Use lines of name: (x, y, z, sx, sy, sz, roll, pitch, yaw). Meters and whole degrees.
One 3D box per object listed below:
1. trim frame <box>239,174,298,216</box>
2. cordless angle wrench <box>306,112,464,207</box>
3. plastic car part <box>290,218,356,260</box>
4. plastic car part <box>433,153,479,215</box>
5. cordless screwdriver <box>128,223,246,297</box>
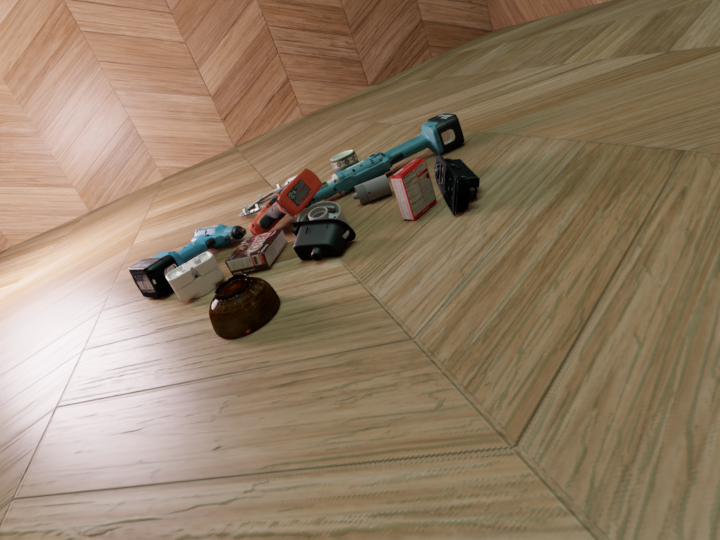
trim frame: (-0.243, -0.207, 1.163, 0.259, 0.027, 0.182, -7, 31, 52)
cordless angle wrench: (0.042, -0.257, 1.030, 0.422, 0.072, 0.102, -27, 26, -2)
plastic car part: (-0.075, -0.049, 0.762, 0.122, 0.063, 0.071, -1, 48, 32)
plastic car part: (0.175, -0.170, 0.774, 0.067, 0.064, 0.209, -11, 27, 1)
cordless screwdriver: (-0.379, -0.036, 0.955, 0.166, 0.072, 0.246, -5, 28, 31)
